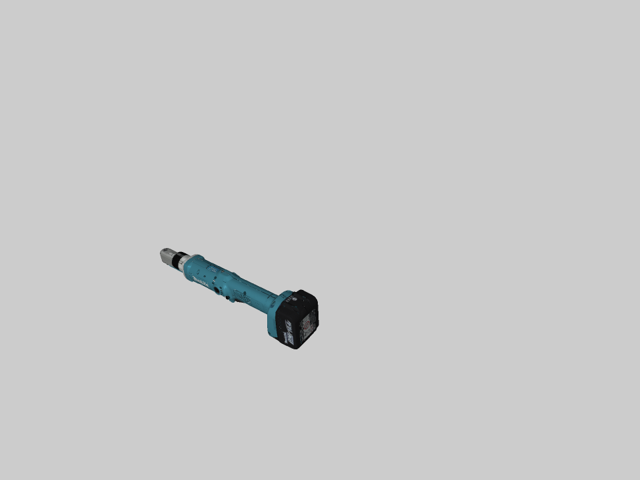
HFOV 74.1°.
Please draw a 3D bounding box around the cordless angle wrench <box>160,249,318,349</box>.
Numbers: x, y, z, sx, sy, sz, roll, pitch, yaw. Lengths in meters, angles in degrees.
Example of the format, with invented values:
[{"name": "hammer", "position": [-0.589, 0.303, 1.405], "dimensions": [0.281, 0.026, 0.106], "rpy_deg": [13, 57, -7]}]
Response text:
[{"name": "cordless angle wrench", "position": [-0.196, 0.093, 0.886], "dimensions": [0.423, 0.098, 0.074], "rpy_deg": [20, 40, 30]}]
